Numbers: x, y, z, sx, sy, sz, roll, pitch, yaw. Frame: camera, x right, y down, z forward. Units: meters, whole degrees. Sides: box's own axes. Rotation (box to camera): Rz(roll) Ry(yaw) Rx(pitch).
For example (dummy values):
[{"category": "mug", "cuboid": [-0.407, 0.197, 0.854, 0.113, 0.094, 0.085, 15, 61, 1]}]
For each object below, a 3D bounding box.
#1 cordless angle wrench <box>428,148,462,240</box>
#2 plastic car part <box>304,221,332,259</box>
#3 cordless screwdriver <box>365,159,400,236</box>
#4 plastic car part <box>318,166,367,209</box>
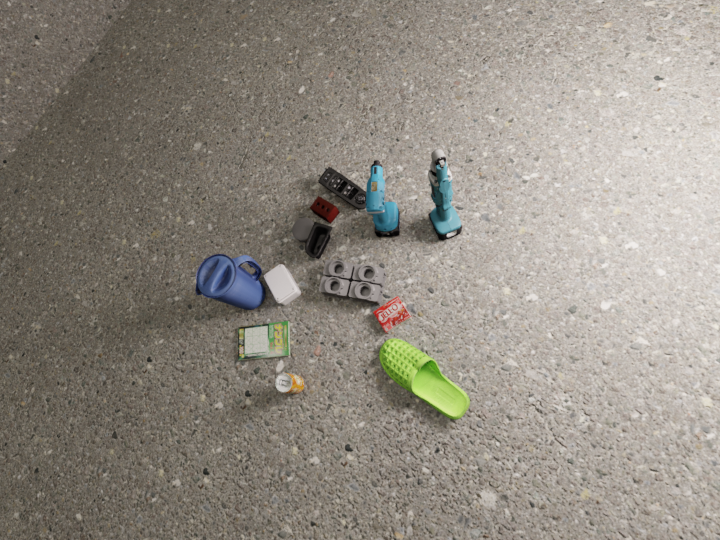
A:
[{"category": "cordless angle wrench", "cuboid": [0.215, -0.198, 1.113, 0.075, 0.405, 0.101, -22, 69, 6]}, {"category": "plastic car part", "cuboid": [-0.134, -0.088, 1.375, 0.069, 0.068, 0.117, 17, 77, 21]}, {"category": "cordless screwdriver", "cuboid": [0.065, -0.204, 1.257, 0.076, 0.238, 0.162, -2, 72, 14]}, {"category": "plastic car part", "cuboid": [-0.045, -0.263, 1.412, 0.212, 0.064, 0.066, 37, 85, 25]}]
